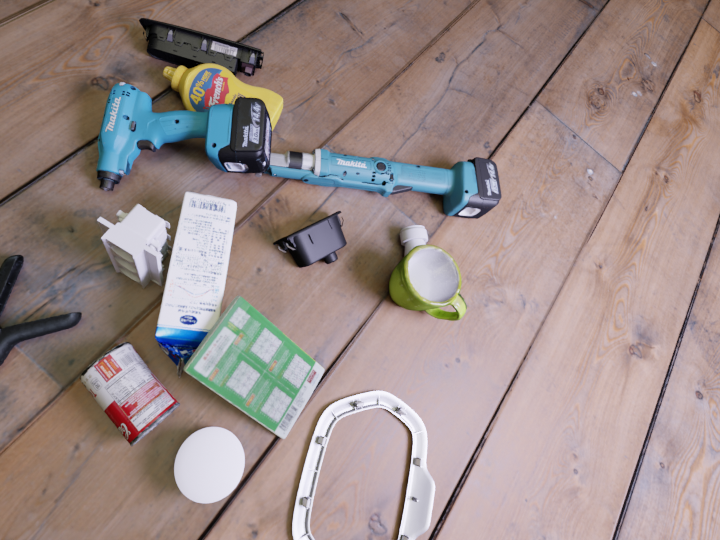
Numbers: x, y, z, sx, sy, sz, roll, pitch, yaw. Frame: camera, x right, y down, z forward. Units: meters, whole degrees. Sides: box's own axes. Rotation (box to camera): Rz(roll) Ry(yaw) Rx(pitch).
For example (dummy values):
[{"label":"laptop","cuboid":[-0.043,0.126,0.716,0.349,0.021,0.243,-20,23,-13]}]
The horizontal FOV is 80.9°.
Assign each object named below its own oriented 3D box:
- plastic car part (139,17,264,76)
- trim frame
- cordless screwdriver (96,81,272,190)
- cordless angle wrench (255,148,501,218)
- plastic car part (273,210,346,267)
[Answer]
[{"label":"plastic car part","cuboid":[-0.270,-0.365,0.715,0.199,0.068,0.067,16,94,-12]},{"label":"trim frame","cuboid":[0.011,0.289,0.566,0.181,0.028,0.251,20,64,-9]},{"label":"cordless screwdriver","cuboid":[-0.258,-0.183,0.617,0.250,0.073,0.161,6,79,3]},{"label":"cordless angle wrench","cuboid":[0.027,-0.161,0.717,0.414,0.074,0.100,5,70,-12]},{"label":"plastic car part","cuboid":[-0.064,-0.042,0.655,0.114,0.068,0.070,-26,97,-27]}]
